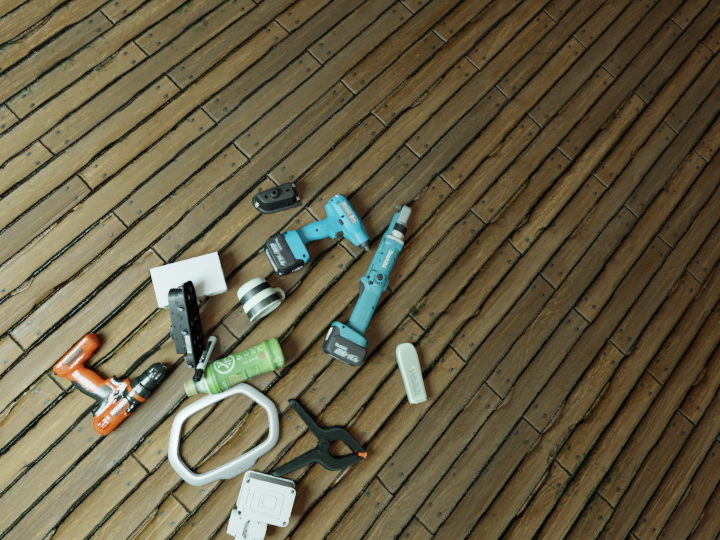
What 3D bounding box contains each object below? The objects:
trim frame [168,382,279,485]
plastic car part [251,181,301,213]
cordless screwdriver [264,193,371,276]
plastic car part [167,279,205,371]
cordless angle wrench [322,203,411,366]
[{"bbox_3d":[-0.301,0.362,0.936,0.245,0.027,0.186,-25,82,-14],"label":"trim frame"},{"bbox_3d":[-0.206,-0.182,1.038,0.114,0.071,0.067,-19,83,-15],"label":"plastic car part"},{"bbox_3d":[-0.101,-0.066,1.029,0.245,0.075,0.160,-33,86,-17],"label":"cordless screwdriver"},{"bbox_3d":[-0.379,0.115,0.919,0.068,0.066,0.199,4,107,8],"label":"plastic car part"},{"bbox_3d":[0.037,0.021,1.033,0.097,0.075,0.424,26,74,-5],"label":"cordless angle wrench"}]
